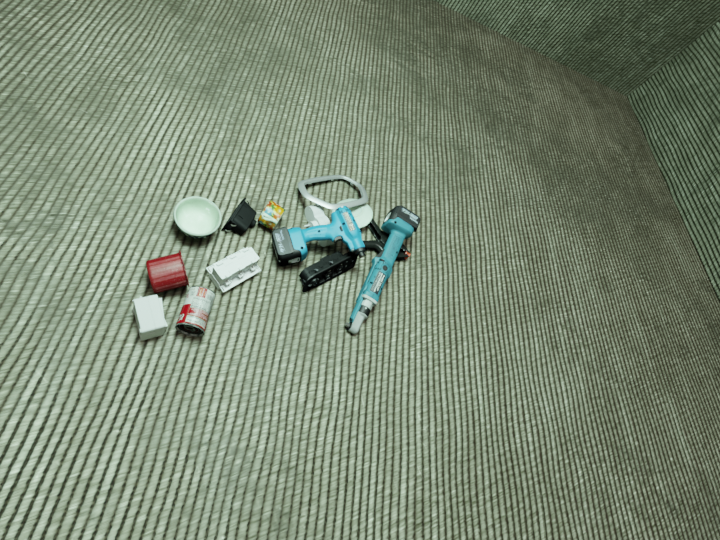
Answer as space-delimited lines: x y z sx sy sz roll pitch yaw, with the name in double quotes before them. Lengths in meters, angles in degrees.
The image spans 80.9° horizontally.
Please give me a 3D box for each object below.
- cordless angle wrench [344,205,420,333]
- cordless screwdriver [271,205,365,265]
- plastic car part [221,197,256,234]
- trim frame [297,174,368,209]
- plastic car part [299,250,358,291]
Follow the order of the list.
"cordless angle wrench" 0.059 -0.003 1.238 0.096 0.075 0.425 31 63 -10
"cordless screwdriver" -0.115 -0.075 1.180 0.245 0.073 0.164 -20 71 -13
"plastic car part" -0.329 -0.146 1.190 0.069 0.068 0.117 41 47 -19
"trim frame" -0.084 -0.253 1.345 0.240 0.027 0.193 -21 54 -38
"plastic car part" -0.096 -0.008 1.201 0.069 0.066 0.198 44 53 16
